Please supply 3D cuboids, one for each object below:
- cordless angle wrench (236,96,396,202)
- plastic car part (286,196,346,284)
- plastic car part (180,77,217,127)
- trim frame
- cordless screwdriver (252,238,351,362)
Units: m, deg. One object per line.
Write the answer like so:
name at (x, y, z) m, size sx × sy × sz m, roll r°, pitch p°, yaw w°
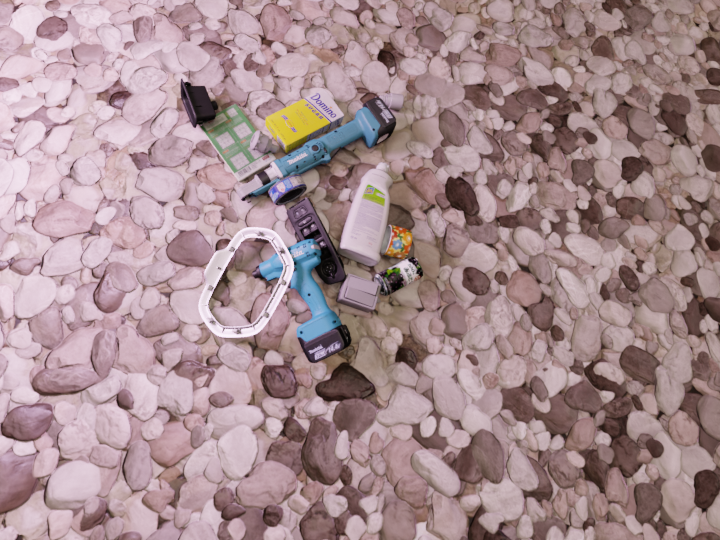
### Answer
cordless angle wrench at (-0.109, -0.282, 1.019) m, size 0.418 × 0.074 × 0.099 m, roll -32°, pitch 83°, yaw -13°
plastic car part at (-0.094, -0.061, 0.960) m, size 0.067 × 0.065 × 0.207 m, roll -29°, pitch 79°, yaw 13°
plastic car part at (-0.380, -0.395, 1.008) m, size 0.069 × 0.066 × 0.119 m, roll -21°, pitch 75°, yaw -25°
trim frame at (-0.247, 0.024, 0.895) m, size 0.191 × 0.026 × 0.248 m, roll 26°, pitch 86°, yaw 21°
cordless screwdriver at (-0.127, 0.072, 0.906) m, size 0.161 × 0.072 × 0.253 m, roll -24°, pitch 80°, yaw 12°
